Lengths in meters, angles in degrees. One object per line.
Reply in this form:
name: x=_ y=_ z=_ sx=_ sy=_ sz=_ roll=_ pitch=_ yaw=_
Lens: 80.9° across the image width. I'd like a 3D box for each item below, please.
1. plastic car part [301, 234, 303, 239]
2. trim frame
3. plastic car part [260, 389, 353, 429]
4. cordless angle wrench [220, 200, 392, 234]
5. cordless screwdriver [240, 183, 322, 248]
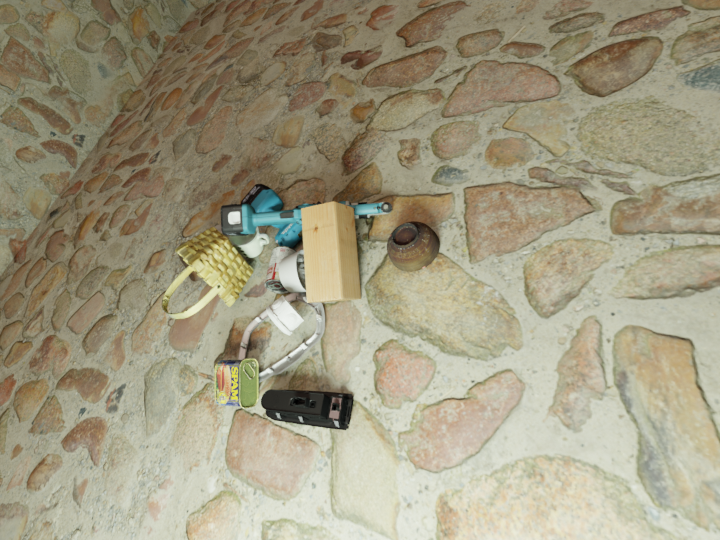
plastic car part: x=-0.101 y=-0.066 z=1.035 sx=0.066 sy=0.067 sz=0.123 roll=-48 pitch=44 yaw=-3
trim frame: x=-0.187 y=0.150 z=0.972 sx=0.250 sy=0.026 sz=0.194 roll=-35 pitch=48 yaw=6
plastic car part: x=-0.118 y=0.266 z=0.828 sx=0.211 sy=0.063 sz=0.067 roll=-7 pitch=63 yaw=32
cordless angle wrench: x=-0.135 y=-0.138 z=1.047 sx=0.431 sy=0.096 sz=0.074 roll=-3 pitch=89 yaw=11
cordless screwdriver: x=-0.220 y=-0.171 z=1.185 sx=0.159 sy=0.070 sz=0.263 roll=-48 pitch=50 yaw=-4
